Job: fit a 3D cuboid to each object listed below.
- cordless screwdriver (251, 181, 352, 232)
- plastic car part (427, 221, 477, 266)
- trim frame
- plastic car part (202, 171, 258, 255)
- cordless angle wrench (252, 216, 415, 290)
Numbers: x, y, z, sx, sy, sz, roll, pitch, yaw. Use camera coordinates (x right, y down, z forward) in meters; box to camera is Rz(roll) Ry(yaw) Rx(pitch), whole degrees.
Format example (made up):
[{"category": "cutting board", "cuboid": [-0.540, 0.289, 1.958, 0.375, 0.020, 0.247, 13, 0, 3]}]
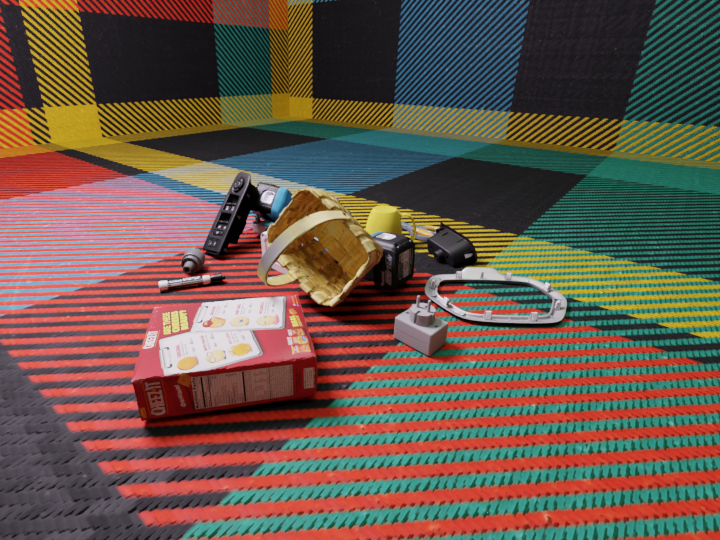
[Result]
[{"category": "cordless screwdriver", "cuboid": [-0.135, -0.143, 0.985, 0.254, 0.075, 0.155, 17, -9, 11]}, {"category": "plastic car part", "cuboid": [0.189, -0.047, 0.924, 0.070, 0.063, 0.123, -23, 35, -15]}, {"category": "trim frame", "cuboid": [0.243, 0.042, 0.768, 0.250, 0.027, 0.188, -1, 25, 2]}, {"category": "plastic car part", "cuboid": [-0.284, -0.126, 0.959, 0.070, 0.204, 0.063, 7, -13, 46]}, {"category": "cordless angle wrench", "cuboid": [-0.089, -0.058, 0.911, 0.446, 0.096, 0.072, 16, 26, 37]}]
